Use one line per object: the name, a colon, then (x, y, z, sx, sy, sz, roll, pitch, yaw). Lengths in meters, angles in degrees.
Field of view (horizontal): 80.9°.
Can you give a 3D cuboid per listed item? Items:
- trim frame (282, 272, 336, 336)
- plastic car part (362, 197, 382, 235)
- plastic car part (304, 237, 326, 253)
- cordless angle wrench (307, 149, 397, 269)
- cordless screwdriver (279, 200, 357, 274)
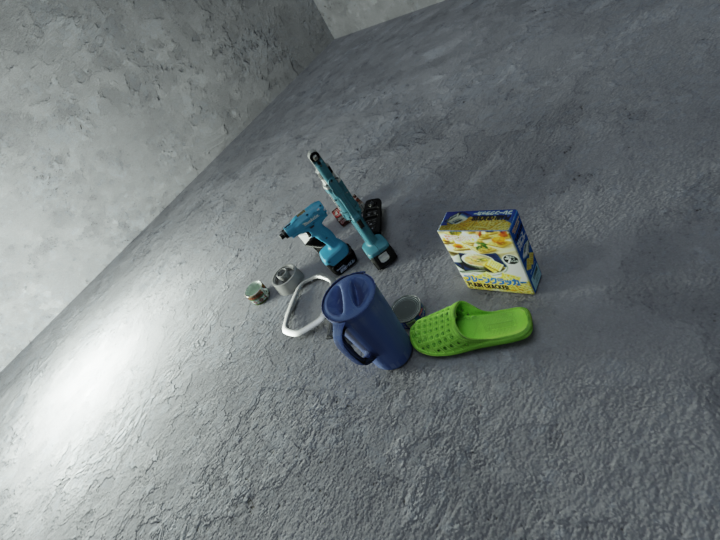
trim frame: (-0.161, 0.103, 1.320, 0.190, 0.026, 0.253, -14, 43, 29)
plastic car part: (0.046, -0.169, 1.402, 0.068, 0.064, 0.208, -21, 40, 22)
plastic car part: (-0.122, -0.083, 1.447, 0.123, 0.067, 0.066, 15, 60, 47)
cordless angle wrench: (-0.028, -0.169, 1.182, 0.074, 0.402, 0.103, -36, 35, 2)
cordless screwdriver: (-0.128, -0.084, 1.313, 0.159, 0.236, 0.078, -36, 35, 2)
